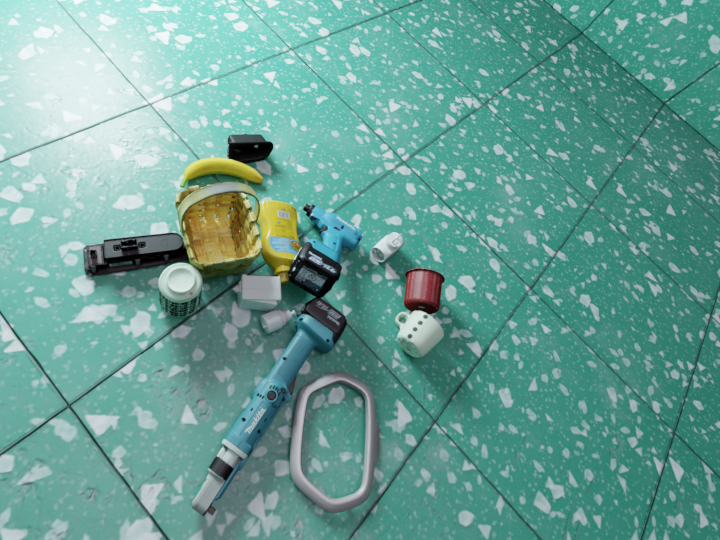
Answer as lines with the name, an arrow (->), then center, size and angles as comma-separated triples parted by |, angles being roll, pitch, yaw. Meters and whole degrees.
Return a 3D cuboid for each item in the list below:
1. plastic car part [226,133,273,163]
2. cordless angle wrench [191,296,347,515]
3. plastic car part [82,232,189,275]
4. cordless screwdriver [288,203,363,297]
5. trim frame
plastic car part -> -0.286, -0.314, 1.058 | 0.113, 0.065, 0.074 | -17, 58, -31
cordless angle wrench -> -0.169, 0.238, 0.793 | 0.098, 0.074, 0.422 | 34, 59, -2
plastic car part -> -0.444, -0.044, 0.850 | 0.196, 0.067, 0.069 | -8, 61, -27
cordless screwdriver -> -0.092, -0.060, 0.941 | 0.159, 0.074, 0.250 | 32, 34, -4
trim frame -> -0.044, 0.322, 0.818 | 0.180, 0.027, 0.255 | 11, 58, -14
